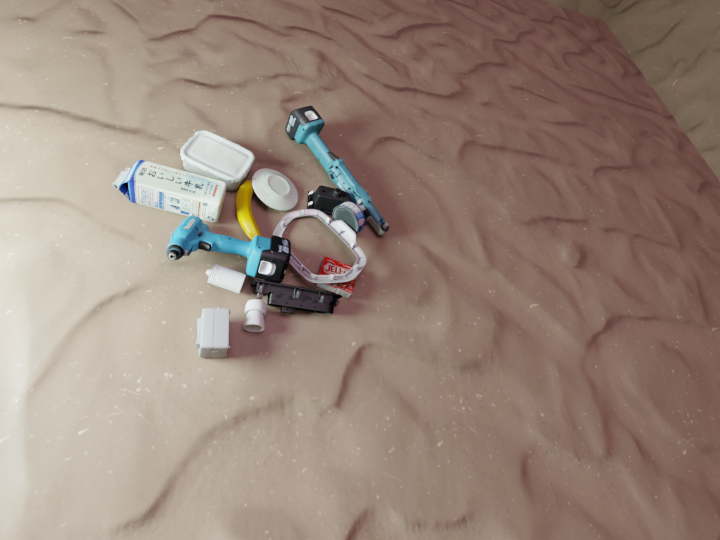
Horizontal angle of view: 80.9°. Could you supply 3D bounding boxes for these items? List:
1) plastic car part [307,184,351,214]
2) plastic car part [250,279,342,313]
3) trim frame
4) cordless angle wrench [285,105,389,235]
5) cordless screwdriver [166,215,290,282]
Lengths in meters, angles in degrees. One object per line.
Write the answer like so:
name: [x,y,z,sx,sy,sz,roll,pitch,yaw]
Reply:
plastic car part: [-0.075,-0.187,1.100,0.114,0.070,0.068,9,58,-12]
plastic car part: [-0.136,0.061,0.918,0.198,0.067,0.068,6,70,-15]
trim frame: [-0.099,-0.065,1.009,0.180,0.027,0.261,-28,57,-28]
cordless angle wrench: [-0.058,-0.267,1.156,0.072,0.098,0.434,-26,74,-33]
cordless screwdriver: [-0.275,-0.039,0.895,0.245,0.073,0.163,15,26,-8]
